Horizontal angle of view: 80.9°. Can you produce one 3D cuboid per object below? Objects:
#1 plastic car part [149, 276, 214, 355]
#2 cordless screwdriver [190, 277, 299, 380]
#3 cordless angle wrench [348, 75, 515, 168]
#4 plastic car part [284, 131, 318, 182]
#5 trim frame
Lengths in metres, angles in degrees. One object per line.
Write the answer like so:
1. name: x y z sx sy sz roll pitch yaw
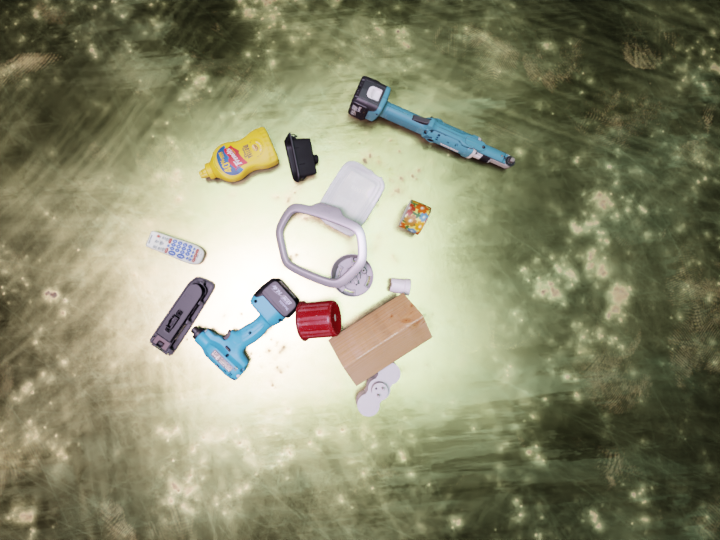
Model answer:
1. plastic car part: -0.428 0.103 1.003 0.067 0.066 0.203 32 83 6
2. cordless screwdriver: -0.271 0.117 0.995 0.160 0.074 0.249 42 90 2
3. cordless angle wrench: 0.179 -0.343 1.030 0.421 0.098 0.074 23 86 -3
4. plastic car part: -0.140 -0.277 1.037 0.069 0.067 0.117 -15 90 -18
5. trim frame: -0.096 -0.063 0.982 0.260 0.026 0.182 21 105 27
